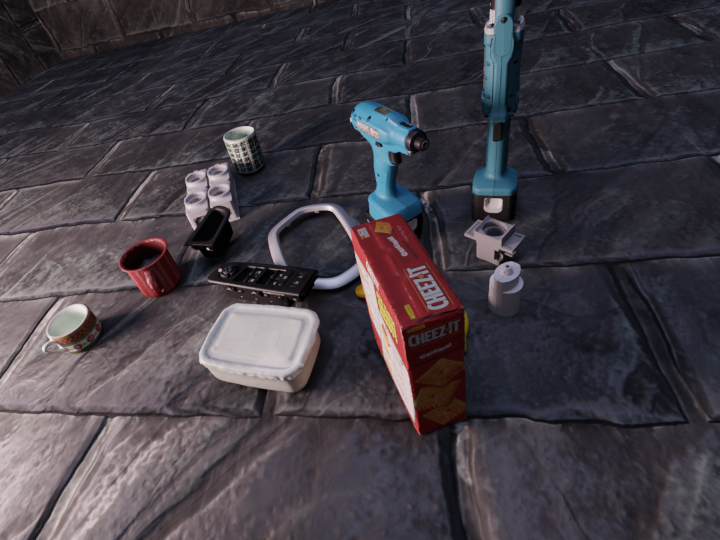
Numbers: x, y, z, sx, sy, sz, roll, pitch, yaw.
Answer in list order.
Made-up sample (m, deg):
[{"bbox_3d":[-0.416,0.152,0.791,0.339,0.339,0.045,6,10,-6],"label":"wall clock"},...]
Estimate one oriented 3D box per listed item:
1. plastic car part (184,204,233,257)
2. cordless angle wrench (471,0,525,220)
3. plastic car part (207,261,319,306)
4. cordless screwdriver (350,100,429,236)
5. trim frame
[{"bbox_3d":[-0.290,-0.069,0.853,0.068,0.068,0.118,1,45,17],"label":"plastic car part"},{"bbox_3d":[0.216,-0.265,0.653,0.077,0.405,0.099,6,45,19],"label":"cordless angle wrench"},{"bbox_3d":[-0.167,0.024,0.720,0.211,0.064,0.066,9,47,25],"label":"plastic car part"},{"bbox_3d":[0.060,-0.145,0.699,0.073,0.238,0.168,-28,44,-17],"label":"cordless screwdriver"},{"bbox_3d":[-0.078,-0.051,0.799,0.183,0.026,0.261,-22,43,-7],"label":"trim frame"}]
